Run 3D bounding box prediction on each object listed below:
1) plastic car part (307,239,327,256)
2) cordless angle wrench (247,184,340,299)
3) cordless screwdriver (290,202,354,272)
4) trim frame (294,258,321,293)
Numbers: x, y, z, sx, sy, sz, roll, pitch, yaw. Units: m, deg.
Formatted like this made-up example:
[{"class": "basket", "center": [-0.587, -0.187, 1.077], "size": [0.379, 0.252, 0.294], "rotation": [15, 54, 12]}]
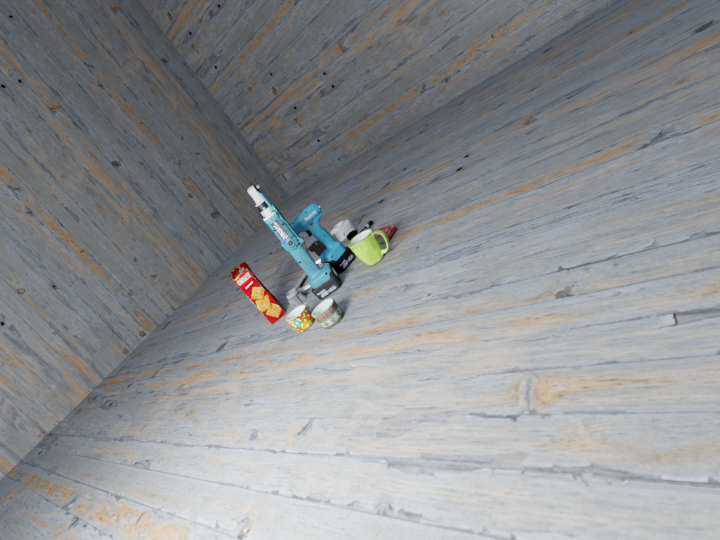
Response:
[{"class": "plastic car part", "center": [-0.152, -0.094, 1.735], "size": [0.120, 0.069, 0.066], "rotation": [-19, 24, 43]}, {"class": "cordless angle wrench", "center": [-0.219, -0.094, 1.342], "size": [0.098, 0.412, 0.076], "rotation": [-35, 15, 8]}, {"class": "cordless screwdriver", "center": [-0.143, -0.093, 1.461], "size": [0.158, 0.242, 0.077], "rotation": [-45, 17, -26]}, {"class": "trim frame", "center": [-0.172, 0.010, 1.600], "size": [0.189, 0.027, 0.250], "rotation": [-27, 22, 28]}]
